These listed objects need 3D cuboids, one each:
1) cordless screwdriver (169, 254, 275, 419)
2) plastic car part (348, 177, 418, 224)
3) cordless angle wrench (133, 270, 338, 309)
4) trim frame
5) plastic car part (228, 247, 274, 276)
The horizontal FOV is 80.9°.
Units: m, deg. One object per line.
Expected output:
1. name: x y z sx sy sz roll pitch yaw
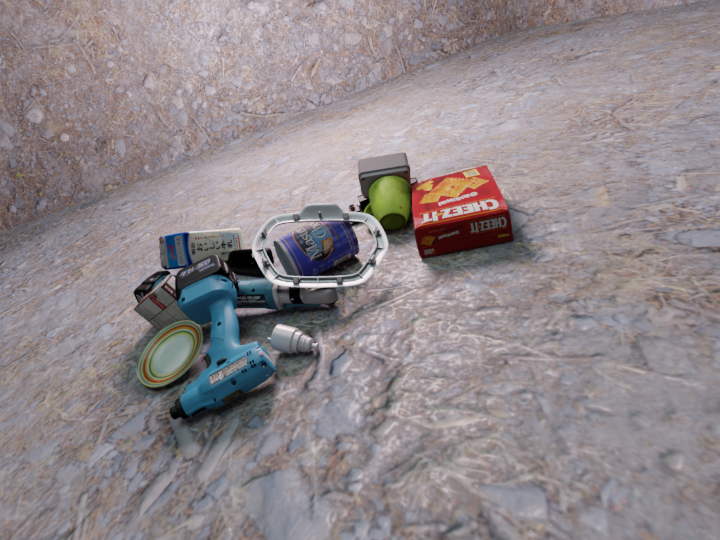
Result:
1. cordless screwdriver: -0.246 0.100 0.675 0.159 0.071 0.262 -30 50 -4
2. plastic car part: 0.060 -0.174 1.013 0.204 0.065 0.068 -15 20 4
3. cordless angle wrench: -0.243 0.047 0.809 0.438 0.095 0.074 -3 28 23
4. trim frame: -0.075 -0.049 0.769 0.251 0.026 0.189 -2 53 6
5. plastic car part: -0.243 -0.027 0.966 0.122 0.065 0.069 3 20 40
